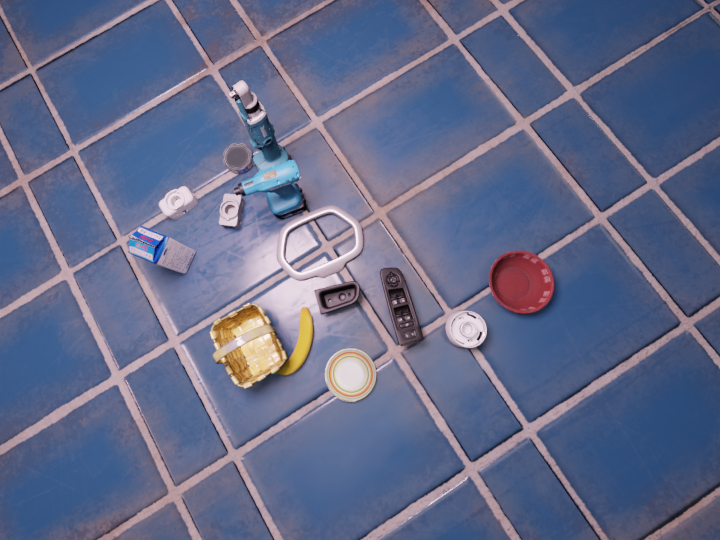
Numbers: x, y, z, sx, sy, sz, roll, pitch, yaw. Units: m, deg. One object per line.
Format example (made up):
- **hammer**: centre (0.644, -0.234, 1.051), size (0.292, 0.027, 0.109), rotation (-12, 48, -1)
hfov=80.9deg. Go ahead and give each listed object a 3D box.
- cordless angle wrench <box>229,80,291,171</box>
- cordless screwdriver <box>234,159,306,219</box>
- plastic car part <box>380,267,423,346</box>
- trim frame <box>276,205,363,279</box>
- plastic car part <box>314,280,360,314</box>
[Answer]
- **cordless angle wrench**: centre (-0.240, -0.332, 1.028), size (0.097, 0.418, 0.075), rotation (-36, 84, -6)
- **cordless screwdriver**: centre (-0.223, -0.197, 1.087), size (0.159, 0.245, 0.075), rotation (-20, 83, -3)
- **plastic car part**: centre (0.101, 0.089, 1.099), size (0.066, 0.066, 0.206), rotation (-15, 78, -2)
- **trim frame**: centre (-0.114, -0.075, 1.166), size (0.248, 0.027, 0.188), rotation (-25, 78, -2)
- **plastic car part**: centre (-0.056, 0.070, 1.111), size (0.116, 0.070, 0.067), rotation (-16, 80, -1)
